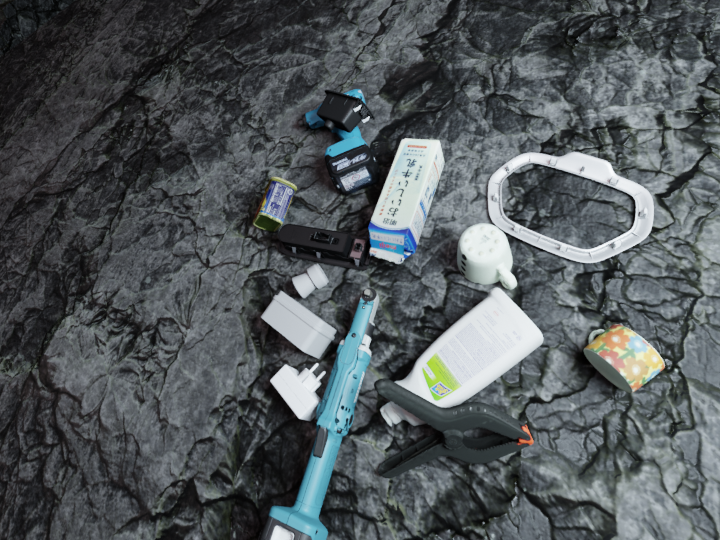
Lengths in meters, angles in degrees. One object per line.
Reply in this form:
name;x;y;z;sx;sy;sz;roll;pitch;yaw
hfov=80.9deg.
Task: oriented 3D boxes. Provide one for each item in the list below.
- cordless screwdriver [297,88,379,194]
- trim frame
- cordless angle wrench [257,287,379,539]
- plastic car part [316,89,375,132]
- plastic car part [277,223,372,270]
cordless screwdriver;-0.052;-0.276;0.904;0.162;0.070;0.258;-18;56;12
trim frame;0.334;-0.114;0.696;0.262;0.026;0.184;31;78;32
cordless angle wrench;-0.040;0.222;0.648;0.077;0.093;0.427;8;64;23
plastic car part;-0.042;-0.315;0.855;0.123;0.062;0.071;31;87;38
plastic car part;-0.079;-0.052;0.811;0.212;0.063;0.067;10;76;28
